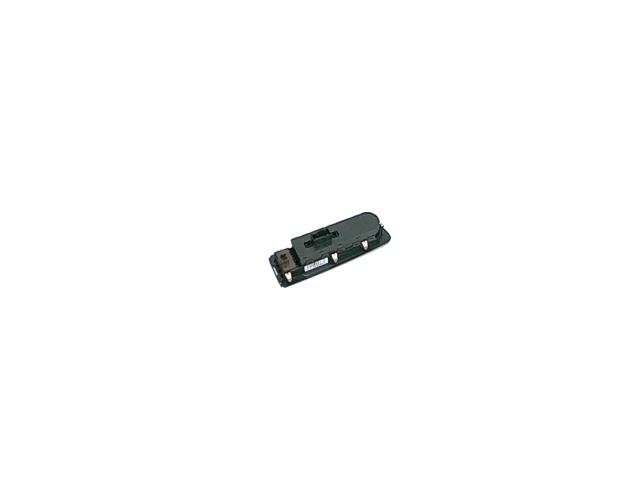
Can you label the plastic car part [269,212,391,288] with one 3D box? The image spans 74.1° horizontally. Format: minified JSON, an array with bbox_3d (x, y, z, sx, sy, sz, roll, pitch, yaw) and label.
[{"bbox_3d":[0.019,0.003,0.690,0.202,0.067,0.066,-18,47,-17],"label":"plastic car part"}]
